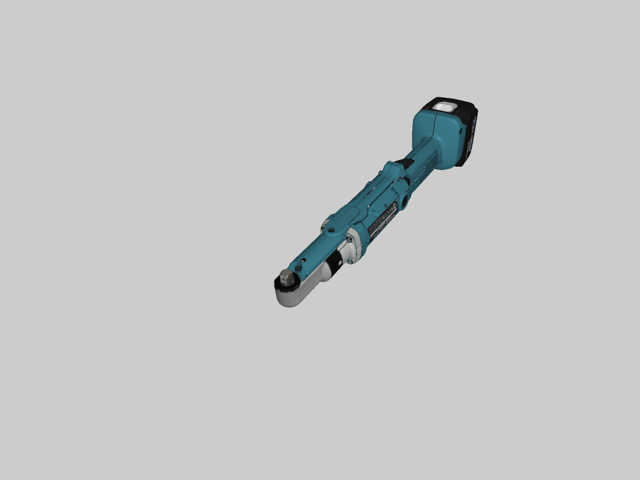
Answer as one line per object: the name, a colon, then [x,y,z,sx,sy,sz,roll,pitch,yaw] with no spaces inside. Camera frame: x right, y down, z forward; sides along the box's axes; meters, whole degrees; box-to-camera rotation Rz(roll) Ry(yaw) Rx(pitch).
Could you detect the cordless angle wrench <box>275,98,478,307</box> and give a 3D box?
cordless angle wrench: [0.084,-0.059,0.537,0.074,0.098,0.421,22,48,29]
